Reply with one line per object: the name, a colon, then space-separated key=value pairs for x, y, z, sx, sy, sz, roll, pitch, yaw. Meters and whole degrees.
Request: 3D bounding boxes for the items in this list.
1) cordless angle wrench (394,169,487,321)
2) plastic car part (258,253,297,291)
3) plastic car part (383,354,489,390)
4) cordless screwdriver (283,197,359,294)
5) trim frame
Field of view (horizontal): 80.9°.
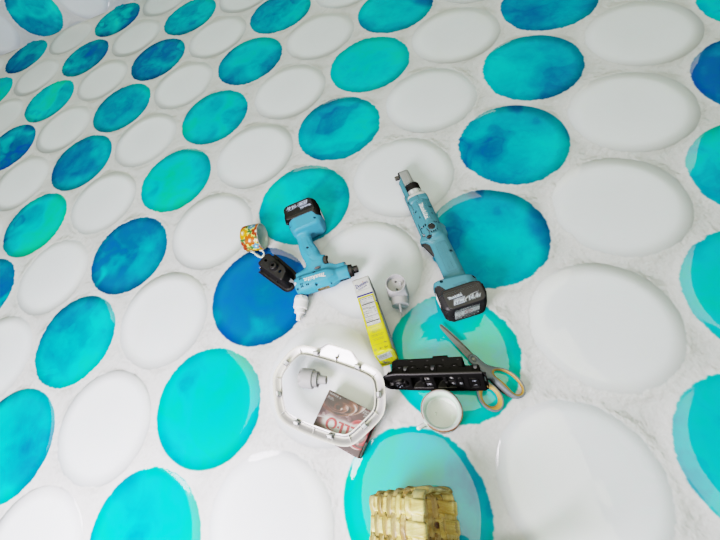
cordless angle wrench: x=0.169 y=-0.088 z=1.000 sx=0.099 sy=0.071 sz=0.441 roll=-21 pitch=56 yaw=5
plastic car part: x=-0.215 y=-0.003 z=1.077 sx=0.123 sy=0.067 sz=0.066 roll=33 pitch=77 yaw=32
plastic car part: x=0.142 y=0.203 z=0.842 sx=0.208 sy=0.063 sz=0.069 roll=-11 pitch=50 yaw=19
cordless screwdriver: x=-0.105 y=-0.069 z=1.078 sx=0.161 sy=0.071 sz=0.258 roll=-18 pitch=62 yaw=7
trim frame: x=-0.071 y=0.246 z=0.869 sx=0.259 sy=0.026 sz=0.185 roll=12 pitch=67 yaw=23
